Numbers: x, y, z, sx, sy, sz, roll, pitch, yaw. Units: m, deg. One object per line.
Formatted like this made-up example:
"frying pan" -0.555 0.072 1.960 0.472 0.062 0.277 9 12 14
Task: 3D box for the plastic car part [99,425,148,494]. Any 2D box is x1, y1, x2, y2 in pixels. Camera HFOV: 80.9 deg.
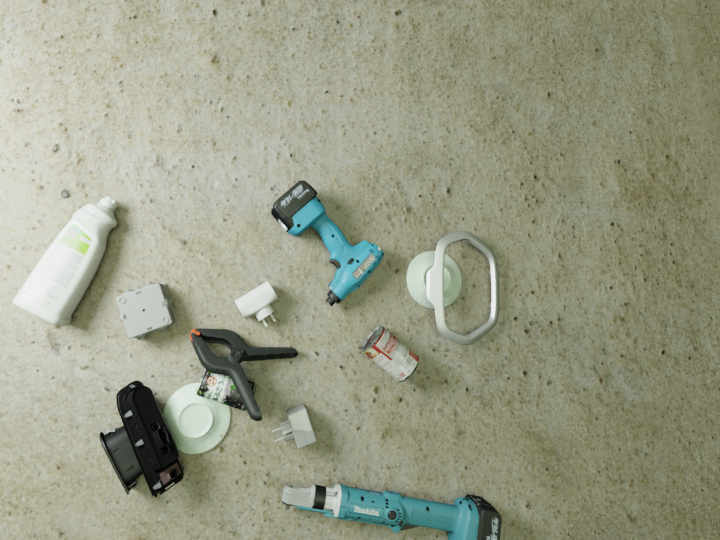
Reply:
"plastic car part" -0.424 0.335 0.781 0.069 0.067 0.118 -26 84 -28

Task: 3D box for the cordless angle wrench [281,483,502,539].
"cordless angle wrench" 0.056 0.468 0.825 0.419 0.074 0.098 12 81 -4

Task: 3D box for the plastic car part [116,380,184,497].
"plastic car part" -0.382 0.295 0.770 0.064 0.068 0.208 -18 71 -48

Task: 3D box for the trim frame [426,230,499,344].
"trim frame" 0.227 0.036 0.921 0.178 0.028 0.250 3 84 -21

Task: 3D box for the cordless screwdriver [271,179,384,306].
"cordless screwdriver" -0.086 -0.056 0.881 0.246 0.075 0.158 43 78 -5
